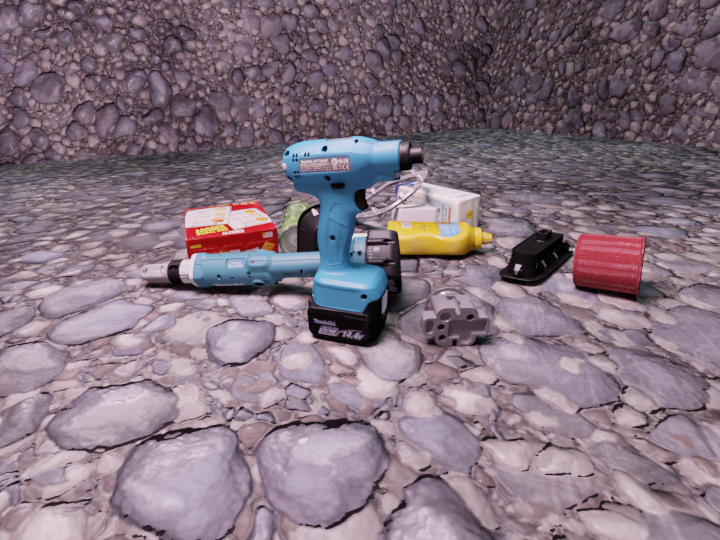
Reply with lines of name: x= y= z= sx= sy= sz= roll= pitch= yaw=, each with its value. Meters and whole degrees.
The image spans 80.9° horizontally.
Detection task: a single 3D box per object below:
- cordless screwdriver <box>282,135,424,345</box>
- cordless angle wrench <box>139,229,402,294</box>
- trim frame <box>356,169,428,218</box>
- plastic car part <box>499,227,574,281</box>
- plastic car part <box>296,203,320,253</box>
cordless screwdriver: x=-0.001 y=-0.035 z=0.512 sx=0.165 sy=0.243 sz=0.073 roll=2 pitch=20 yaw=21
cordless angle wrench: x=-0.153 y=-0.003 z=0.659 sx=0.431 sy=0.076 sz=0.094 roll=-2 pitch=-22 yaw=12
trim frame: x=0.054 y=-0.171 z=0.974 sx=0.183 sy=0.027 sz=0.258 roll=-45 pitch=22 yaw=-18
plastic car part: x=0.305 y=-0.031 z=0.720 sx=0.070 sy=0.065 sz=0.197 roll=24 pitch=36 yaw=34
plastic car part: x=-0.070 y=-0.046 z=0.714 sx=0.064 sy=0.113 sz=0.074 roll=-8 pitch=29 yaw=-19
